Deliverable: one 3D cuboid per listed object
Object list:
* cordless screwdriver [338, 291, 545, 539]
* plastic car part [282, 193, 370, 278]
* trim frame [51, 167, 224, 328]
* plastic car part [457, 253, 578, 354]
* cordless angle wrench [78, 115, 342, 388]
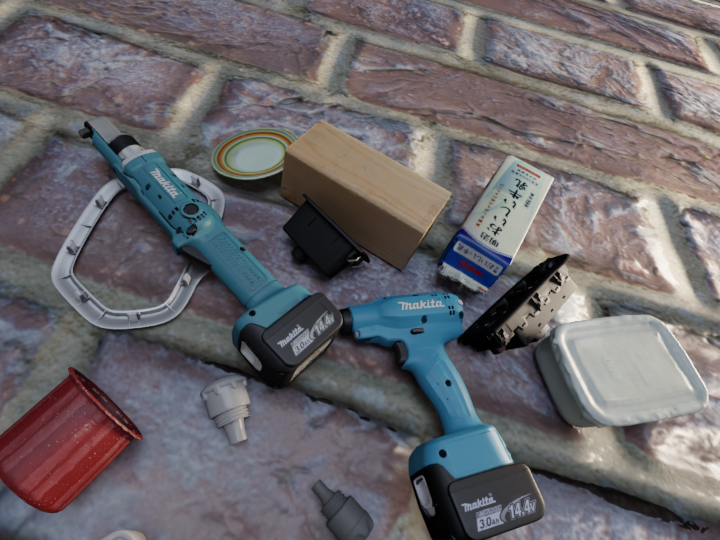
[{"bbox_3d":[0.063,0.137,0.442,0.156,0.073,0.259,-5,54,-14],"label":"cordless screwdriver"},{"bbox_3d":[-0.053,-0.035,0.544,0.121,0.064,0.071,42,87,18],"label":"plastic car part"},{"bbox_3d":[-0.267,-0.042,0.532,0.183,0.027,0.254,11,54,-3],"label":"trim frame"},{"bbox_3d":[0.216,0.044,0.535,0.068,0.066,0.200,47,60,7],"label":"plastic car part"},{"bbox_3d":[-0.200,-0.054,0.499,0.436,0.073,0.096,44,56,16],"label":"cordless angle wrench"}]
